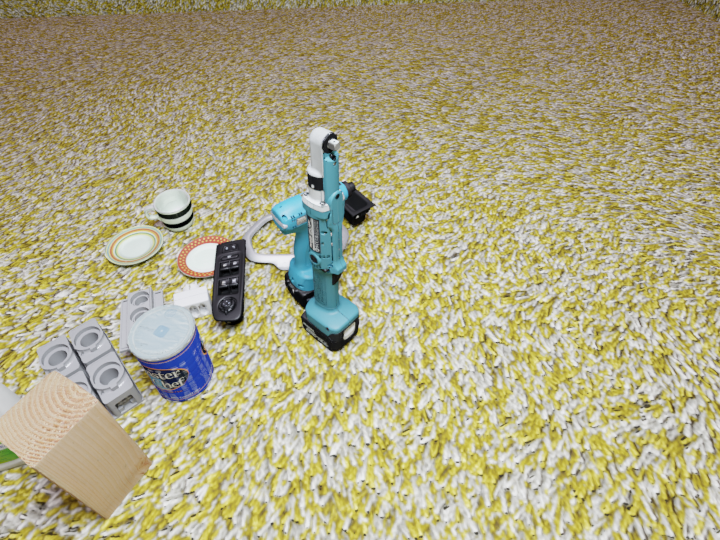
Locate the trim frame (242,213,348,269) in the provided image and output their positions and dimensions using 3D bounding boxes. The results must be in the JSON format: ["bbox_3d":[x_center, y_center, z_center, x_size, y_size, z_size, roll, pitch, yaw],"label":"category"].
[{"bbox_3d":[-0.151,-0.075,0.979,0.249,0.026,0.190,-2,46,1],"label":"trim frame"}]

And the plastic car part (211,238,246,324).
[{"bbox_3d":[-0.263,0.029,0.858,0.066,0.065,0.211,-7,46,-5],"label":"plastic car part"}]

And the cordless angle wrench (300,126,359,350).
[{"bbox_3d":[-0.053,-0.030,0.662,0.103,0.409,0.073,34,54,28],"label":"cordless angle wrench"}]

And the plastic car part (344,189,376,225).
[{"bbox_3d":[-0.026,-0.153,1.016,0.064,0.068,0.123,-27,51,-23],"label":"plastic car part"}]

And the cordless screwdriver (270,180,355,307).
[{"bbox_3d":[-0.078,-0.051,0.802,0.156,0.240,0.078,-27,52,-24],"label":"cordless screwdriver"}]
